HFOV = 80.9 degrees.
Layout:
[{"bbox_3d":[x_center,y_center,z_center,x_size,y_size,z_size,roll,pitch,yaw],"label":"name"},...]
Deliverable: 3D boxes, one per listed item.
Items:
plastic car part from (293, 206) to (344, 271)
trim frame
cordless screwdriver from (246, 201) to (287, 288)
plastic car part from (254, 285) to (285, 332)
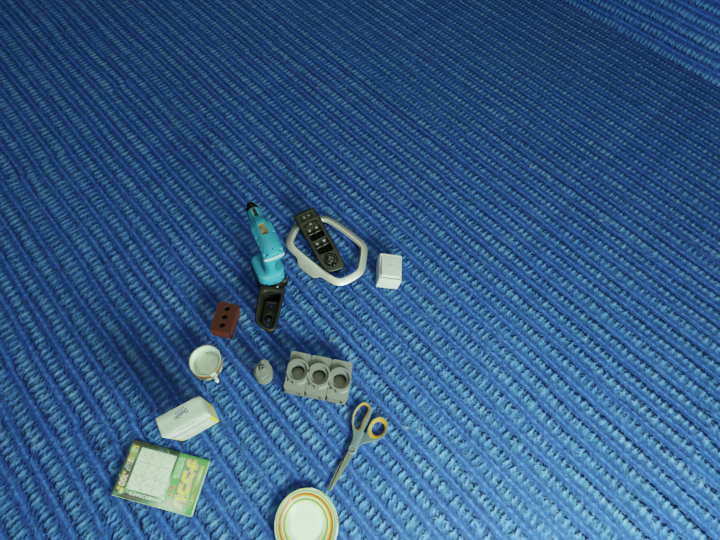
[{"bbox_3d":[-0.116,-0.076,1.183,0.065,0.066,0.211,-24,66,-18],"label":"plastic car part"},{"bbox_3d":[-0.095,-0.060,1.198,0.256,0.027,0.182,37,65,15],"label":"trim frame"},{"bbox_3d":[-0.241,-0.050,1.059,0.073,0.244,0.165,-21,67,-18],"label":"cordless screwdriver"},{"bbox_3d":[-0.232,0.107,1.072,0.066,0.069,0.119,7,61,-3],"label":"plastic car part"}]
